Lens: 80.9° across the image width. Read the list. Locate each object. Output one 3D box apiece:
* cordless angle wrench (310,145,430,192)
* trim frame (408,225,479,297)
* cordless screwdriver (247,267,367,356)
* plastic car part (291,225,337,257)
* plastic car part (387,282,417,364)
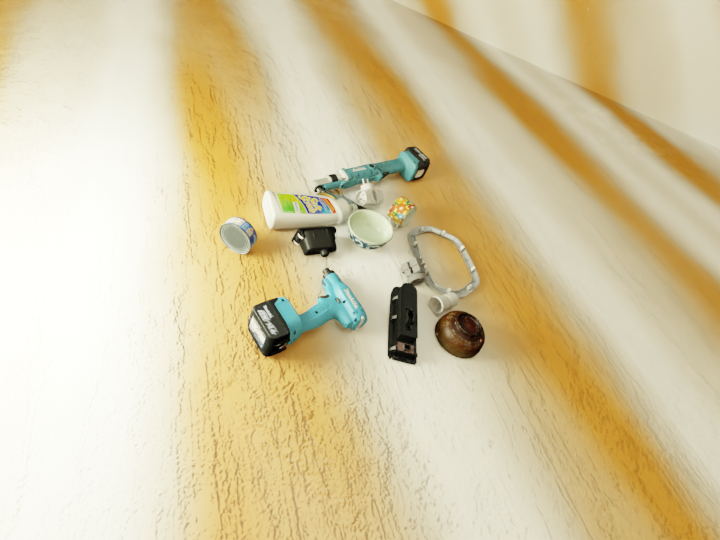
[{"bbox_3d":[0.029,-0.294,1.277,0.410,0.073,0.102,-20,59,-31],"label":"cordless angle wrench"},{"bbox_3d":[0.221,-0.032,1.140,0.179,0.027,0.258,-1,52,-17],"label":"trim frame"},{"bbox_3d":[-0.120,0.078,0.906,0.240,0.073,0.167,-14,55,-32],"label":"cordless screwdriver"},{"bbox_3d":[-0.103,-0.067,1.054,0.112,0.066,0.073,-4,67,-26],"label":"plastic car part"},{"bbox_3d":[0.100,0.105,0.959,0.066,0.065,0.208,9,45,-3],"label":"plastic car part"}]
